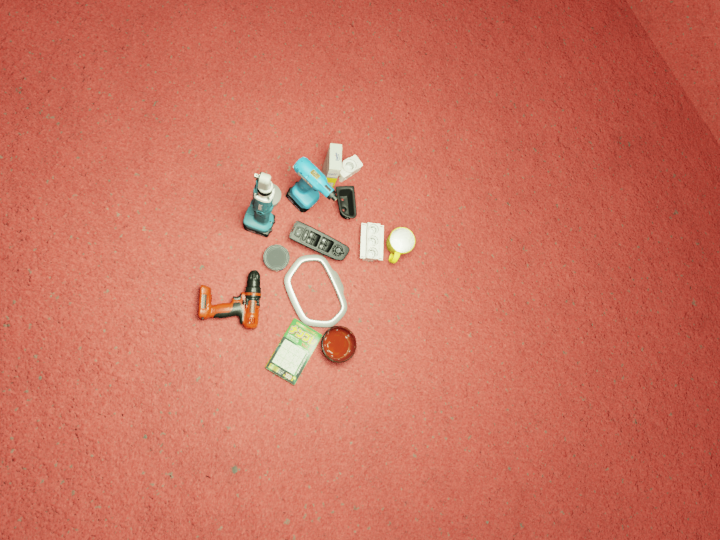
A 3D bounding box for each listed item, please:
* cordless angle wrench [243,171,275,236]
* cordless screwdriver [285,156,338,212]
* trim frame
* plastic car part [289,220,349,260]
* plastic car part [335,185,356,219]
[{"bbox_3d":[-0.282,-0.188,1.209,0.096,0.426,0.075,20,76,-11],"label":"cordless angle wrench"},{"bbox_3d":[-0.154,-0.248,1.337,0.159,0.251,0.074,46,72,-2],"label":"cordless screwdriver"},{"bbox_3d":[-0.143,0.067,1.381,0.181,0.027,0.251,-25,83,-15],"label":"trim frame"},{"bbox_3d":[-0.137,-0.089,1.398,0.201,0.067,0.066,24,75,-5],"label":"plastic car part"},{"bbox_3d":[-0.053,-0.224,1.443,0.065,0.071,0.118,-4,79,-14],"label":"plastic car part"}]
